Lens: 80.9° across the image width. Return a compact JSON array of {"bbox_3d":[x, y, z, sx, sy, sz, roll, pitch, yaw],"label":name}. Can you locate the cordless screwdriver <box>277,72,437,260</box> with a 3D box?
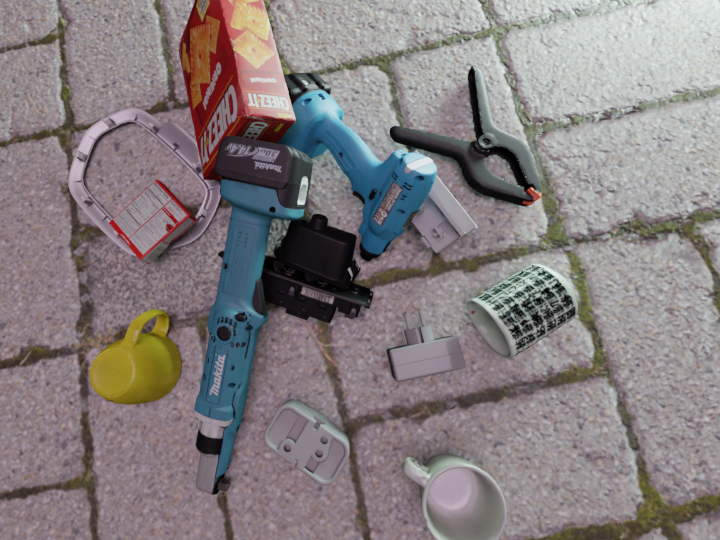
[{"bbox_3d":[-0.032,-0.136,0.553,0.072,0.158,0.258,-27,64,-42],"label":"cordless screwdriver"}]

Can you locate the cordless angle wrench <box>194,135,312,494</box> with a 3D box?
[{"bbox_3d":[-0.145,0.065,0.492,0.100,0.073,0.420,14,97,10],"label":"cordless angle wrench"}]

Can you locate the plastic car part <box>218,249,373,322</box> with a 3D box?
[{"bbox_3d":[-0.089,0.021,0.549,0.206,0.066,0.066,22,112,6],"label":"plastic car part"}]

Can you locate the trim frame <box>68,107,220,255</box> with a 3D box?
[{"bbox_3d":[-0.316,-0.133,0.612,0.255,0.027,0.183,42,83,13],"label":"trim frame"}]

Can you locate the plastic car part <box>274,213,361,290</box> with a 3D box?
[{"bbox_3d":[-0.053,-0.035,0.540,0.119,0.065,0.070,24,115,10],"label":"plastic car part"}]
